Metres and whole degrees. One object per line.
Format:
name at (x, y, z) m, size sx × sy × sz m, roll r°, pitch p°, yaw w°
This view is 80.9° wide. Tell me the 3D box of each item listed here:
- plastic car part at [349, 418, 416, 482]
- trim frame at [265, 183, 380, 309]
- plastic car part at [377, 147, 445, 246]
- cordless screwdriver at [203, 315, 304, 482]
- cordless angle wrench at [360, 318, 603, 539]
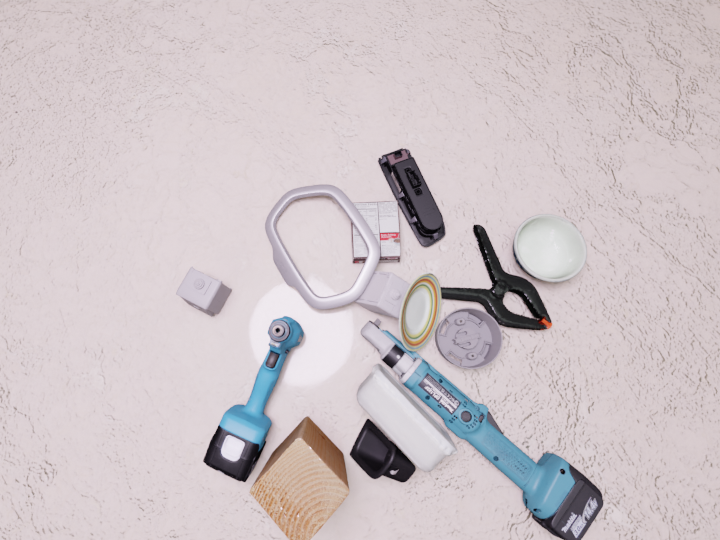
plastic car part at (0.042, 0.292, 0.655) m, size 0.069 × 0.120 × 0.066 m, roll 32°, pitch 79°, yaw -19°
trim frame at (-0.075, -0.049, 0.767) m, size 0.185 × 0.026 × 0.257 m, roll -35°, pitch 71°, yaw 4°
plastic car part at (0.105, -0.146, 0.794) m, size 0.065 × 0.067 × 0.207 m, roll -19°, pitch 78°, yaw -13°
cordless screwdriver at (-0.158, 0.189, 0.658) m, size 0.075 × 0.157 × 0.250 m, roll 22°, pitch 79°, yaw 2°
cordless angle wrench at (0.167, 0.234, 0.684) m, size 0.434 × 0.073 × 0.097 m, roll 40°, pitch 79°, yaw 13°
